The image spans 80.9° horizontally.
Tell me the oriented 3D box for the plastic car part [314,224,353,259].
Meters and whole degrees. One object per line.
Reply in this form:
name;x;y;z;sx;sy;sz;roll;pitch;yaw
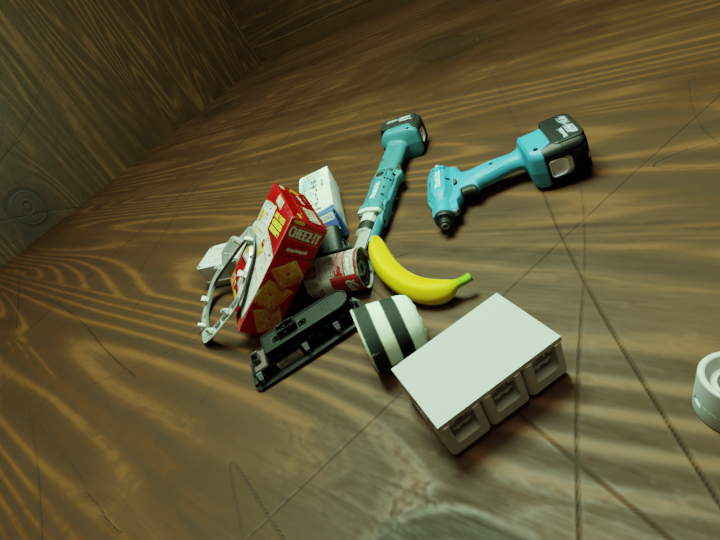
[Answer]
plastic car part;-0.074;-0.049;0.759;0.119;0.063;0.072;-10;76;13

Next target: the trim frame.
trim frame;-0.247;0.024;0.767;0.251;0.026;0.190;-44;37;40

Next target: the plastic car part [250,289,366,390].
plastic car part;-0.084;0.091;0.636;0.202;0.064;0.069;-29;27;-2

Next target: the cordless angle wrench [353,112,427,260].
cordless angle wrench;0.052;-0.175;0.853;0.102;0.071;0.427;-8;43;30

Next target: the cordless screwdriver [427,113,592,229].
cordless screwdriver;0.231;-0.151;0.688;0.256;0.071;0.162;-17;37;25
